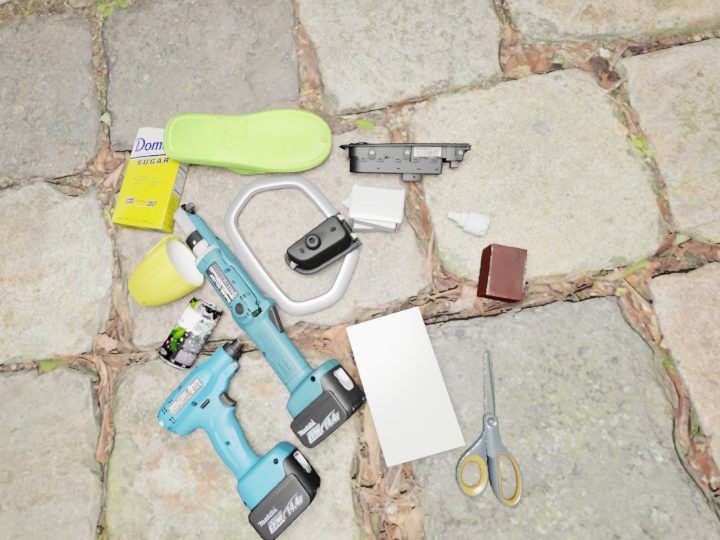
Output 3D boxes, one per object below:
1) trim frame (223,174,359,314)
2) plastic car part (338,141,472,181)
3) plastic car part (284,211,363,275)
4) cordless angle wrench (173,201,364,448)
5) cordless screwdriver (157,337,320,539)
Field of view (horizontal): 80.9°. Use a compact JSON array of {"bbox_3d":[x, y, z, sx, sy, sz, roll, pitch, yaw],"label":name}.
[{"bbox_3d":[-0.115,-0.047,0.686,0.183,0.027,0.254,-38,78,-4],"label":"trim frame"},{"bbox_3d":[0.066,-0.178,0.682,0.205,0.066,0.066,6,105,6],"label":"plastic car part"},{"bbox_3d":[-0.062,-0.040,0.633,0.116,0.069,0.068,-34,78,-6],"label":"plastic car part"},{"bbox_3d":[-0.167,0.056,0.642,0.098,0.071,0.437,-46,72,14],"label":"cordless angle wrench"},{"bbox_3d":[-0.159,0.230,0.606,0.257,0.072,0.159,40,84,16],"label":"cordless screwdriver"}]
